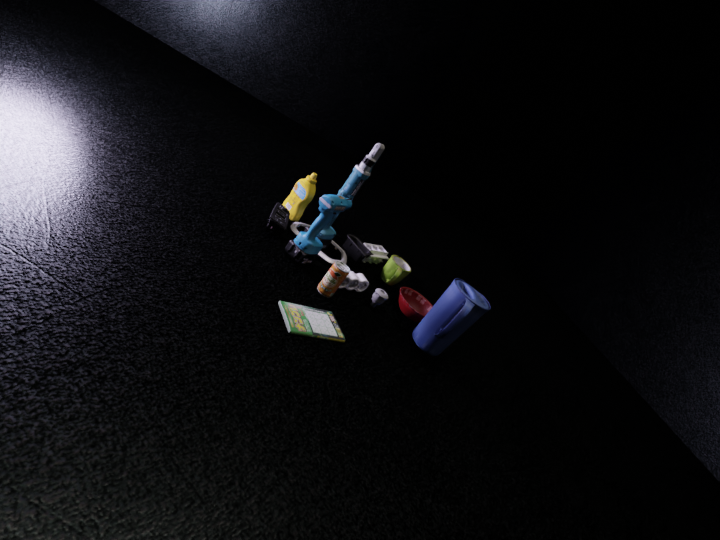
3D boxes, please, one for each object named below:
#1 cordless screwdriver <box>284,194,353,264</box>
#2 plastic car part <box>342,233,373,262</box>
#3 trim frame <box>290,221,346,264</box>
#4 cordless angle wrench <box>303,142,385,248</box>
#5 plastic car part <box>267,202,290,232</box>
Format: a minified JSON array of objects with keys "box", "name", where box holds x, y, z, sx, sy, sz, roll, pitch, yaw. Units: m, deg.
[{"box":[-0.123,-0.134,1.339,0.077,0.249,0.153,45,24,18],"name":"cordless screwdriver"},{"box":[-0.021,-0.075,1.596,0.121,0.071,0.063,46,24,23],"name":"plastic car part"},{"box":[-0.149,-0.097,1.521,0.257,0.027,0.178,41,23,16],"name":"trim frame"},{"box":[-0.051,-0.255,1.452,0.078,0.424,0.093,48,25,25],"name":"cordless angle wrench"},{"box":[-0.281,-0.175,1.443,0.065,0.067,0.208,30,23,-15],"name":"plastic car part"}]
